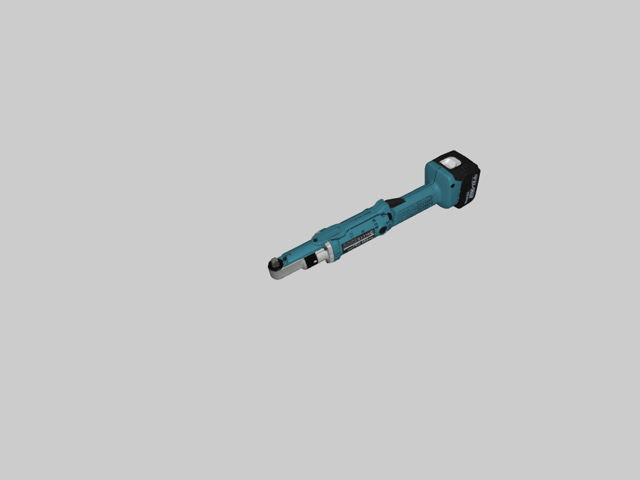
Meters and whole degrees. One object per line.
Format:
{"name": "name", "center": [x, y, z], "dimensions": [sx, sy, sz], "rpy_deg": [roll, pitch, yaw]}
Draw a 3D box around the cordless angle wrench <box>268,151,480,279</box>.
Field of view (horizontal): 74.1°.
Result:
{"name": "cordless angle wrench", "center": [0.098, -0.035, 0.759], "dimensions": [0.422, 0.098, 0.074], "rpy_deg": [-27, 49, -16]}
